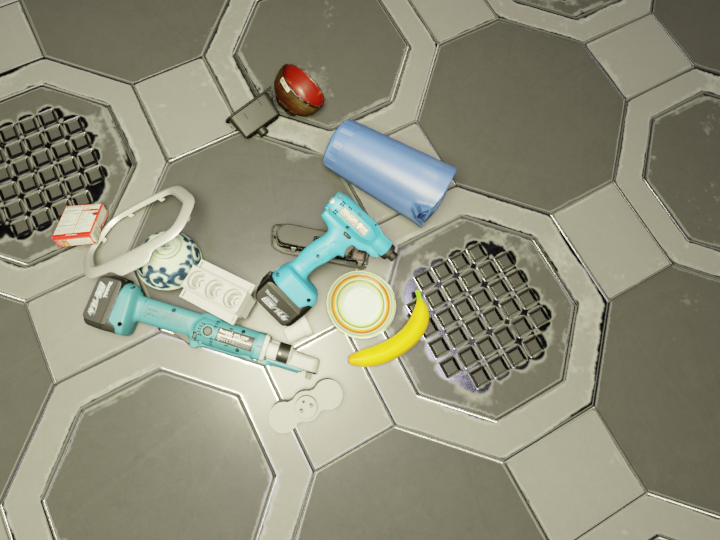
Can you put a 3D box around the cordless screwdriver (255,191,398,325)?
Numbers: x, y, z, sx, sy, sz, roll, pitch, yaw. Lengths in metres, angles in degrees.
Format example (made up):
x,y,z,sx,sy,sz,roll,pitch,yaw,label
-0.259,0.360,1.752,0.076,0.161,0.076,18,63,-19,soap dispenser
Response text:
x,y,z,sx,sy,sz,roll,pitch,yaw,label
-0.063,-0.003,0.769,0.157,0.075,0.249,42,97,-8,cordless screwdriver

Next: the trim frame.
x,y,z,sx,sy,sz,roll,pitch,yaw,label
-0.408,-0.072,0.778,0.251,0.026,0.192,-24,46,8,trim frame

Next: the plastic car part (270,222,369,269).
x,y,z,sx,sy,sz,roll,pitch,yaw,label
-0.081,-0.053,0.828,0.204,0.066,0.066,11,84,2,plastic car part

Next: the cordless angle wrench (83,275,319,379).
x,y,z,sx,sy,sz,roll,pitch,yaw,label
-0.278,0.113,0.775,0.422,0.074,0.099,17,76,-1,cordless angle wrench

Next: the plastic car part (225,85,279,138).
x,y,z,sx,sy,sz,roll,pitch,yaw,label
-0.217,-0.319,0.890,0.116,0.067,0.070,-42,99,-8,plastic car part
